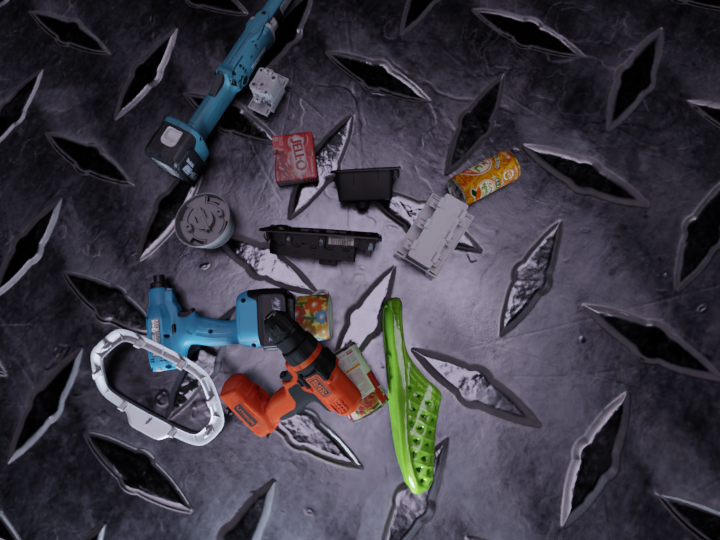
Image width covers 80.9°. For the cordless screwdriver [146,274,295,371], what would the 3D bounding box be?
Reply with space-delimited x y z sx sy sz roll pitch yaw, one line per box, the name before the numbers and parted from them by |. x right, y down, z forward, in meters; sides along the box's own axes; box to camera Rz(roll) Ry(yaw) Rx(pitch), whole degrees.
cordless screwdriver | -0.234 0.069 0.696 0.251 0.072 0.161 -10 80 7

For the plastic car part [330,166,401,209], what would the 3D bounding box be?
plastic car part | 0.010 -0.140 0.720 0.118 0.066 0.070 -4 96 7

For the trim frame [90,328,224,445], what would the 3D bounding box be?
trim frame | -0.327 0.191 0.670 0.252 0.027 0.182 24 116 6

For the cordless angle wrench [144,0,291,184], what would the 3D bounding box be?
cordless angle wrench | -0.233 -0.356 0.768 0.075 0.096 0.423 27 79 5

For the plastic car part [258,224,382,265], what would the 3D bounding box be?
plastic car part | -0.069 -0.045 0.710 0.205 0.067 0.066 9 108 5
